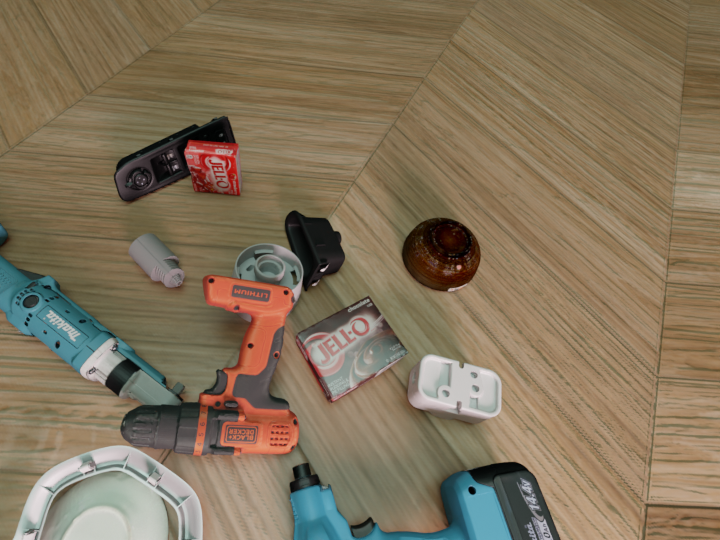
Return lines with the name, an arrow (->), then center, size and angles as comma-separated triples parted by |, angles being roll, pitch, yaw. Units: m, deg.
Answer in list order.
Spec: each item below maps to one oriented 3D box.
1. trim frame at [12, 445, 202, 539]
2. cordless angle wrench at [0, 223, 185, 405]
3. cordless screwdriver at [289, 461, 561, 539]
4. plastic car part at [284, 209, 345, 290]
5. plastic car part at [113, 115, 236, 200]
trim frame -> -0.239, 0.293, 0.376 | 0.182, 0.027, 0.253 | 2, 70, -6
cordless angle wrench -> -0.388, 0.045, 0.514 | 0.432, 0.073, 0.097 | 32, 61, 11
cordless screwdriver -> 0.055, 0.252, 0.428 | 0.245, 0.072, 0.165 | -14, 61, -10
plastic car part -> -0.059, -0.039, 0.607 | 0.068, 0.066, 0.121 | -3, 55, -27
plastic car part -> -0.298, -0.183, 0.666 | 0.070, 0.064, 0.200 | 37, 62, 25
